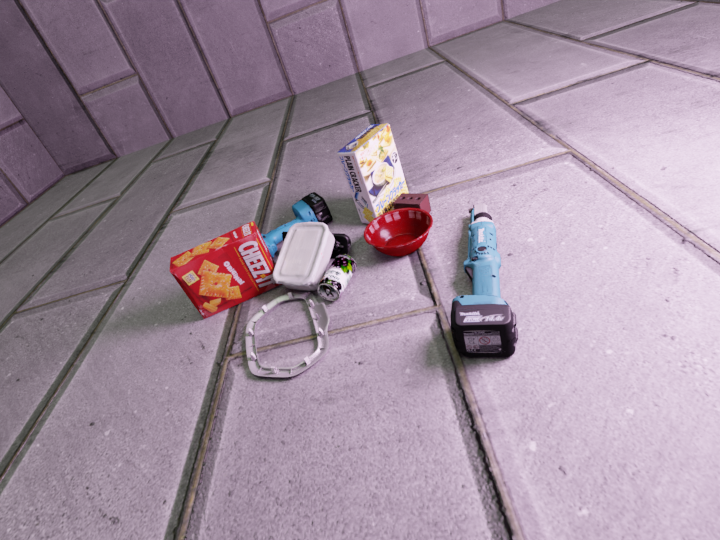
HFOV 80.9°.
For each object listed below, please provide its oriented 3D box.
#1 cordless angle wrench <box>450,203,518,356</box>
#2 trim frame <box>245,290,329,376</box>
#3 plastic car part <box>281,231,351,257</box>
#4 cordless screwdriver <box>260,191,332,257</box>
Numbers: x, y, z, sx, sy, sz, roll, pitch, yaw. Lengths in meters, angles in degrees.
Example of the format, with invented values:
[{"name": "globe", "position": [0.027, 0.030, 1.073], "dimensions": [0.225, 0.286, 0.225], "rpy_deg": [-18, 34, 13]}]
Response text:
[{"name": "cordless angle wrench", "position": [0.236, -0.019, 0.816], "dimensions": [0.101, 0.071, 0.427], "rpy_deg": [-7, 35, 20]}, {"name": "trim frame", "position": [-0.152, 0.122, 0.872], "dimensions": [0.184, 0.026, 0.259], "rpy_deg": [-22, 33, -2]}, {"name": "plastic car part", "position": [-0.106, -0.069, 1.083], "dimensions": [0.213, 0.065, 0.065], "rpy_deg": [7, 16, 37]}, {"name": "cordless screwdriver", "position": [-0.214, -0.129, 1.209], "dimensions": [0.246, 0.071, 0.168], "rpy_deg": [-37, 36, -14]}]
